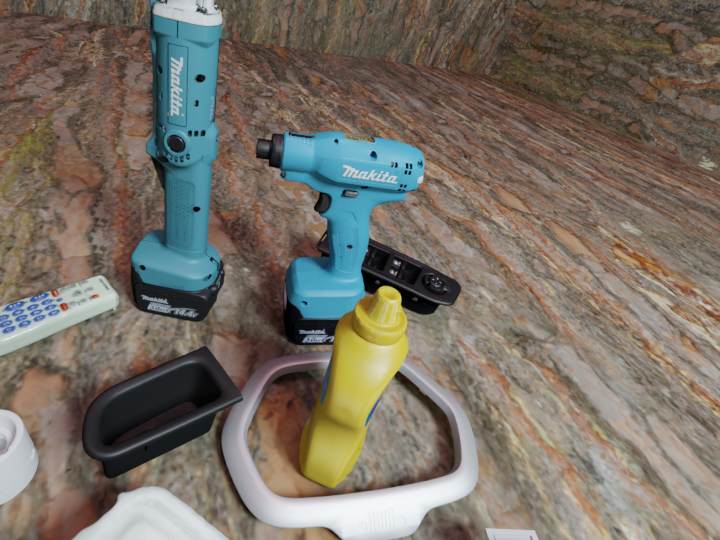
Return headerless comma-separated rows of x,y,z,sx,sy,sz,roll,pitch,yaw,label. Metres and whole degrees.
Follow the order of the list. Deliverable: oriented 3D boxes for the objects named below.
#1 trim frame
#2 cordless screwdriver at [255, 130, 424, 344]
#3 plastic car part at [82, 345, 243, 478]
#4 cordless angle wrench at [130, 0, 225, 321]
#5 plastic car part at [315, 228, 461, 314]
-0.007,0.153,0.407,0.241,0.027,0.193,0,37,-19,trim frame
-0.045,-0.029,0.458,0.156,0.244,0.077,7,36,-15,cordless screwdriver
-0.168,0.126,0.353,0.112,0.070,0.069,-21,49,-40,plastic car part
-0.170,-0.130,0.407,0.097,0.416,0.076,13,34,-6,cordless angle wrench
0.035,0.007,0.590,0.207,0.066,0.066,21,35,10,plastic car part
